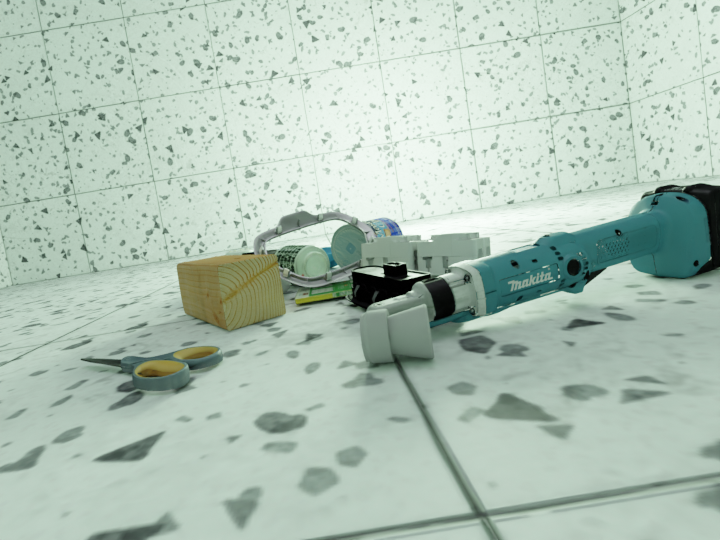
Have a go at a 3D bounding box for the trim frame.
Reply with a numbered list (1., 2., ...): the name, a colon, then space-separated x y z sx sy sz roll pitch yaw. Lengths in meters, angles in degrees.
1. trim frame: -0.076 -0.050 0.776 0.241 0.027 0.194 -23 50 -30

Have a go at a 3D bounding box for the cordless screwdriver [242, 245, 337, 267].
1. cordless screwdriver: -0.132 -0.019 0.947 0.166 0.074 0.239 -3 6 38

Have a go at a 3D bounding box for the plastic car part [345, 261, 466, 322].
1. plastic car part: 0.036 0.023 0.527 0.065 0.066 0.210 -19 9 -23

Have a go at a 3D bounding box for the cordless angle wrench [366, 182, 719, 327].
1. cordless angle wrench: 0.202 -0.005 0.440 0.415 0.097 0.077 -15 10 -14
